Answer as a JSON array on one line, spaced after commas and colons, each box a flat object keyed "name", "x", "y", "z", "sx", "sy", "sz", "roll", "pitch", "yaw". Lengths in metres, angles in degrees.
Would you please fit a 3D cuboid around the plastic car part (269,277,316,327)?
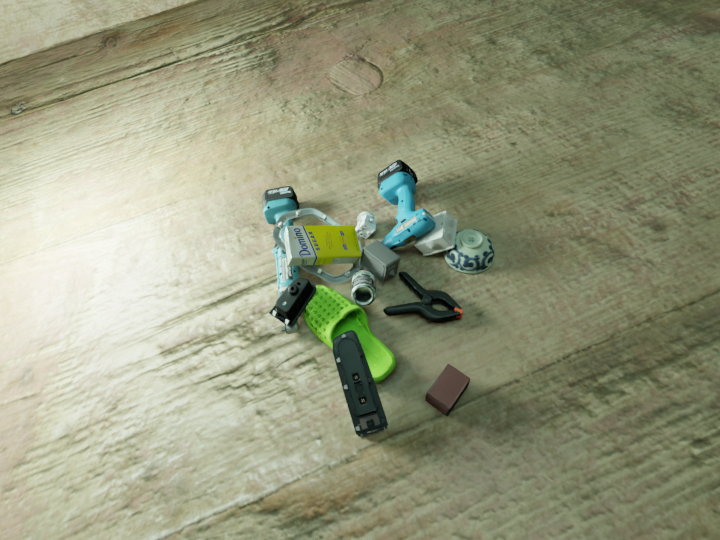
[{"name": "plastic car part", "x": -0.152, "y": 0.059, "z": 0.953, "sx": 0.068, "sy": 0.069, "sz": 0.116, "roll": 30, "pitch": 73, "yaw": 15}]

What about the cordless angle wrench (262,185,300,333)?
[{"name": "cordless angle wrench", "x": -0.191, "y": -0.036, "z": 1.085, "sx": 0.098, "sy": 0.071, "sz": 0.439, "roll": -12, "pitch": 56, "yaw": -1}]

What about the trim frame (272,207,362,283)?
[{"name": "trim frame", "x": -0.105, "y": -0.069, "z": 1.072, "sx": 0.252, "sy": 0.027, "sz": 0.183, "roll": 36, "pitch": 57, "yaw": 7}]

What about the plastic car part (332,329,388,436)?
[{"name": "plastic car part", "x": -0.009, "y": 0.220, "z": 0.846, "sx": 0.067, "sy": 0.064, "sz": 0.209, "roll": -20, "pitch": 68, "yaw": 4}]

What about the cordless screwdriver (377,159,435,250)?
[{"name": "cordless screwdriver", "x": 0.094, "y": -0.165, "z": 1.110, "sx": 0.162, "sy": 0.070, "sz": 0.258, "roll": -35, "pitch": 43, "yaw": 28}]
